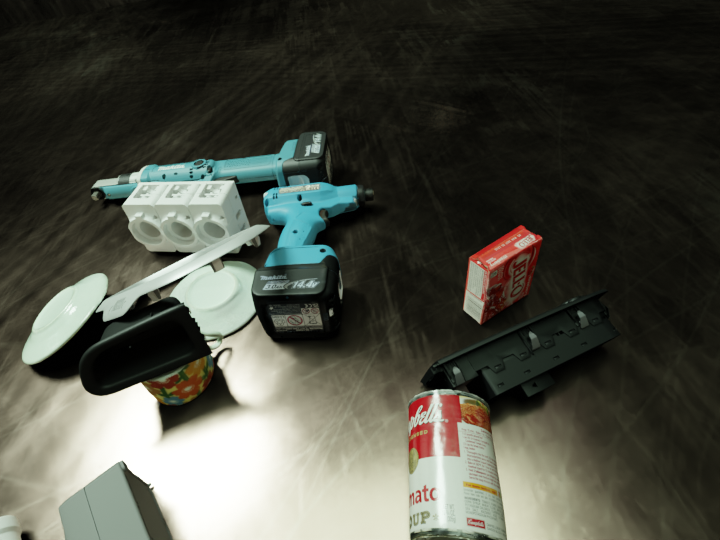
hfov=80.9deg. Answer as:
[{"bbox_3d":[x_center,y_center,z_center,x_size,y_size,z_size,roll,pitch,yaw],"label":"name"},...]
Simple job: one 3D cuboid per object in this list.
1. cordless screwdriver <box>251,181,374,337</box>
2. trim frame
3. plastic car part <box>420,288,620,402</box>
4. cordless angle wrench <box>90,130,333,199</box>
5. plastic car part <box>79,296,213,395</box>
[{"bbox_3d":[-0.053,-0.035,0.544,0.160,0.071,0.257,-8,41,3],"label":"cordless screwdriver"},{"bbox_3d":[-0.206,0.002,0.488,0.258,0.027,0.180,-13,18,39],"label":"trim frame"},{"bbox_3d":[0.162,0.075,0.398,0.200,0.064,0.070,-25,57,-13],"label":"plastic car part"},{"bbox_3d":[-0.260,-0.157,0.708,0.431,0.071,0.100,-3,45,11],"label":"cordless angle wrench"},{"bbox_3d":[-0.215,0.065,0.420,0.116,0.063,0.074,-22,31,-6],"label":"plastic car part"}]
